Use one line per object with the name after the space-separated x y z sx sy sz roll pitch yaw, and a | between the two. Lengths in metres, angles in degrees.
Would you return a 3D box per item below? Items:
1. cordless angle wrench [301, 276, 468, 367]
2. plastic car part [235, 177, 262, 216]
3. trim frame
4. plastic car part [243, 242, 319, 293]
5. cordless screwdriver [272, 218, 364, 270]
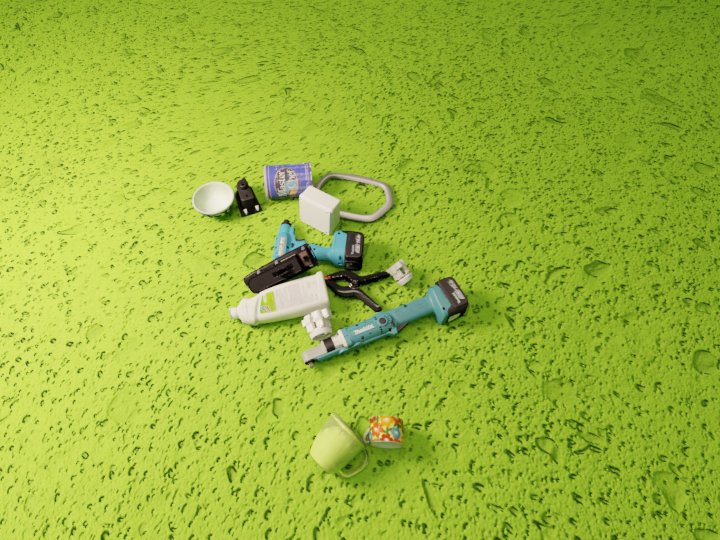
0.055 0.135 1.038 0.418 0.072 0.102 -21 60 -9 | cordless angle wrench
-0.347 -0.231 1.274 0.065 0.069 0.121 -19 63 -14 | plastic car part
-0.023 -0.229 1.292 0.253 0.027 0.187 11 60 10 | trim frame
-0.211 0.006 1.094 0.205 0.065 0.068 -25 15 11 | plastic car part
-0.115 -0.075 1.171 0.251 0.072 0.163 0 58 5 | cordless screwdriver
